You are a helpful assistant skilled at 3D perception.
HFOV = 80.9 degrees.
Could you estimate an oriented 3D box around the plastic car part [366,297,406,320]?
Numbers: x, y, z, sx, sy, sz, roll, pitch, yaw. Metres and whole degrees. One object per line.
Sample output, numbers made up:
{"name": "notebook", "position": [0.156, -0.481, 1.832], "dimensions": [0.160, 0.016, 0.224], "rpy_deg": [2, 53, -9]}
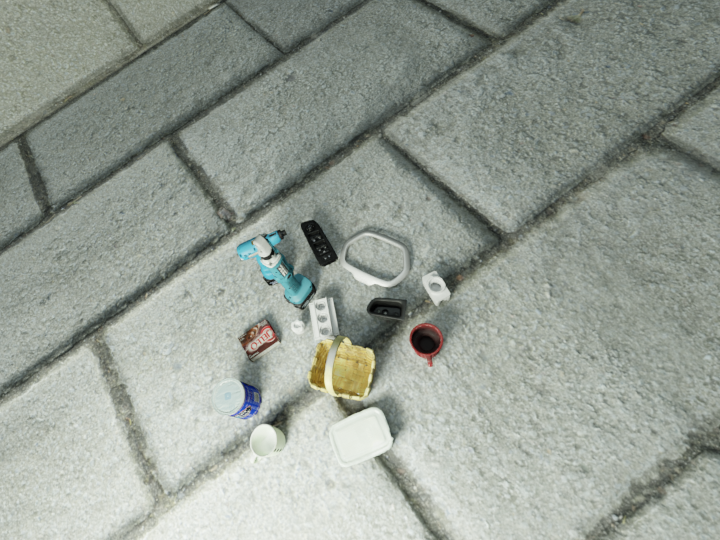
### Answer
{"name": "plastic car part", "position": [0.082, 0.124, 1.302], "dimensions": [0.120, 0.068, 0.067], "rpy_deg": [5, 67, 15]}

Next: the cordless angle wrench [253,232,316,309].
{"name": "cordless angle wrench", "position": [-0.229, 0.004, 1.248], "dimensions": [0.077, 0.406, 0.098], "rpy_deg": [30, 75, 21]}

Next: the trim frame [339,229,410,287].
{"name": "trim frame", "position": [0.048, -0.040, 1.413], "dimensions": [0.259, 0.026, 0.184], "rpy_deg": [24, 73, 23]}

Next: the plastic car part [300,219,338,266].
{"name": "plastic car part", "position": [-0.143, -0.094, 1.467], "dimensions": [0.066, 0.064, 0.212], "rpy_deg": [-29, 62, -2]}

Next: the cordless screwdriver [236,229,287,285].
{"name": "cordless screwdriver", "position": [-0.285, -0.046, 1.381], "dimensions": [0.159, 0.239, 0.077], "rpy_deg": [-24, 64, 0]}
